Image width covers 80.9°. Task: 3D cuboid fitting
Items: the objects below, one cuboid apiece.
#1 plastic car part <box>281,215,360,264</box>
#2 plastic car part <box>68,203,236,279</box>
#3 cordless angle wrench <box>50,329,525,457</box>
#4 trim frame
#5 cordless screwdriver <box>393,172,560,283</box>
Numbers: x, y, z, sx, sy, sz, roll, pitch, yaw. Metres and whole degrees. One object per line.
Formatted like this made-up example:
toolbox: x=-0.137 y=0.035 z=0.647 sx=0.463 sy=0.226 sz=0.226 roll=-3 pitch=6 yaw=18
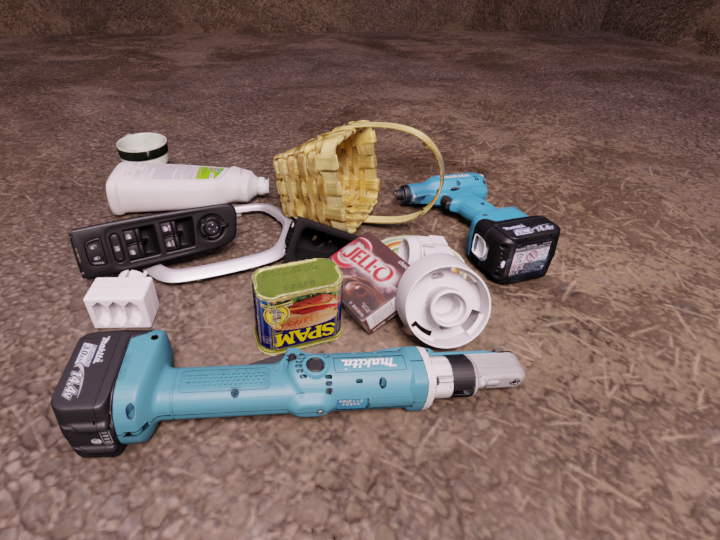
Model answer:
plastic car part: x=-0.057 y=-0.037 z=0.583 sx=0.111 sy=0.065 sz=0.075 roll=12 pitch=13 yaw=-34
plastic car part: x=-0.266 y=-0.046 z=0.566 sx=0.198 sy=0.065 sz=0.070 roll=-14 pitch=15 yaw=-18
cordless angle wrench: x=-0.046 y=0.105 z=0.401 sx=0.418 sy=0.072 sz=0.102 roll=-1 pitch=38 yaw=-7
trim frame: x=-0.214 y=-0.049 z=0.628 sx=0.243 sy=0.027 sz=0.194 roll=-16 pitch=42 yaw=-18
cordless screwdriver: x=0.162 y=-0.081 z=0.644 sx=0.157 sy=0.072 sz=0.260 roll=-8 pitch=35 yaw=-12
